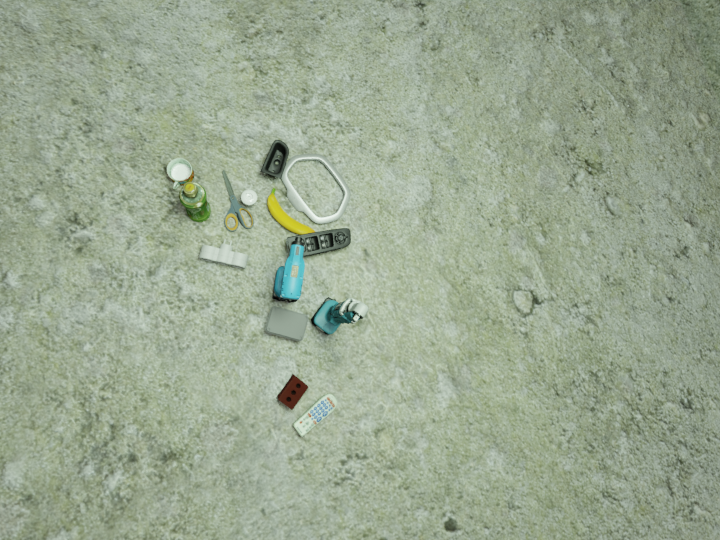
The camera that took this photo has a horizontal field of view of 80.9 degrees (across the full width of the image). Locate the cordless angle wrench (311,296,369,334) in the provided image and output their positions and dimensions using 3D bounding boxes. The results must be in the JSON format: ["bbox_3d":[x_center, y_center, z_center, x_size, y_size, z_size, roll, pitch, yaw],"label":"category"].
[{"bbox_3d":[-0.047,0.109,1.073,0.074,0.426,0.098,38,75,-6],"label":"cordless angle wrench"}]

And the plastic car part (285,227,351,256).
[{"bbox_3d":[-0.126,-0.082,1.285,0.200,0.067,0.067,-13,83,-12],"label":"plastic car part"}]

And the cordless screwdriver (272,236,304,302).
[{"bbox_3d":[-0.191,0.007,1.161,0.073,0.251,0.161,9,79,-13],"label":"cordless screwdriver"}]

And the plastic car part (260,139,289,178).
[{"bbox_3d":[-0.261,-0.338,1.315,0.065,0.071,0.117,19,76,-8],"label":"plastic car part"}]

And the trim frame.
[{"bbox_3d":[-0.142,-0.263,1.341,0.182,0.027,0.250,-36,86,-14],"label":"trim frame"}]
